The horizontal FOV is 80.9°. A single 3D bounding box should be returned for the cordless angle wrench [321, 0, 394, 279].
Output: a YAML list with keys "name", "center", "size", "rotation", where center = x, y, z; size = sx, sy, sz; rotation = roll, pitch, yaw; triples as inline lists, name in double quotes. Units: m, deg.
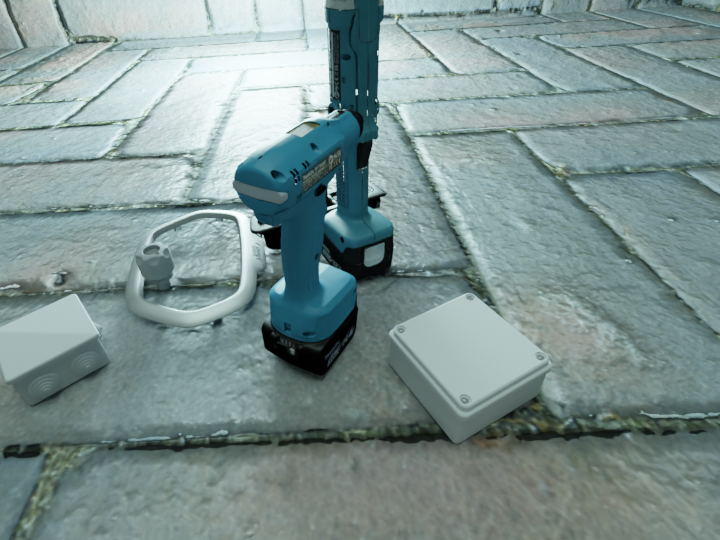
- name: "cordless angle wrench"
  center: [-0.006, -0.175, 0.466]
  size: [0.072, 0.409, 0.103]
  rotation: [-19, 42, -22]

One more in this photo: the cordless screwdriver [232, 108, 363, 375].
- name: "cordless screwdriver"
  center: [-0.041, -0.027, 0.420]
  size: [0.077, 0.241, 0.158]
  rotation: [18, 42, 22]

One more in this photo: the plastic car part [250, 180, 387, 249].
- name: "plastic car part"
  center: [-0.065, -0.079, 0.626]
  size: [0.199, 0.065, 0.070]
  rotation: [-16, 41, -15]

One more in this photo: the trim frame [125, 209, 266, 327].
- name: "trim frame"
  center: [-0.225, -0.014, 0.589]
  size: [0.182, 0.026, 0.260]
  rotation: [-11, 40, -8]
